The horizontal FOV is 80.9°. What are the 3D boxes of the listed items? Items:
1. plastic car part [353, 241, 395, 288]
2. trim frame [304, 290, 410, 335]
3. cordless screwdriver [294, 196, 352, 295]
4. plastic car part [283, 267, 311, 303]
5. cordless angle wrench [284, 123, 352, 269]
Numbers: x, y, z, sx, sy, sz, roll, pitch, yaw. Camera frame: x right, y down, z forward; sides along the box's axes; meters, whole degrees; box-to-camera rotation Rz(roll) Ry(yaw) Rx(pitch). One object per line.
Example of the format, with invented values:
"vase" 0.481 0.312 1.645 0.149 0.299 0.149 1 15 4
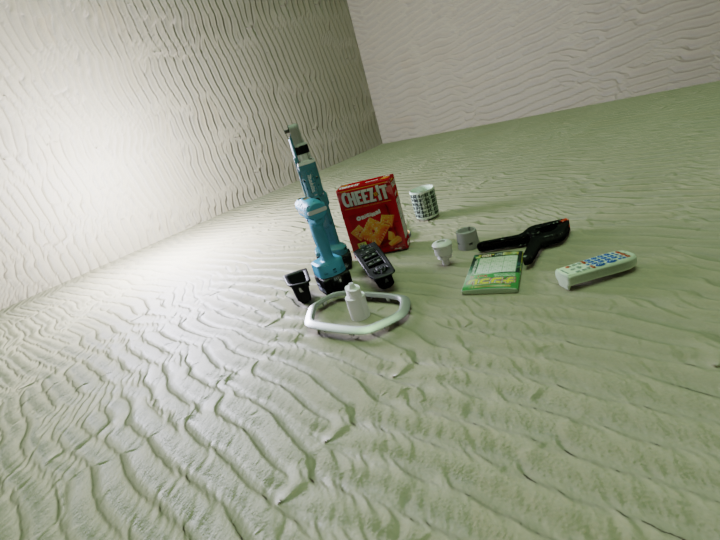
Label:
"plastic car part" 0.038 -0.008 1.064 0.066 0.065 0.210 -19 21 -6
"trim frame" -0.011 0.087 0.923 0.260 0.027 0.181 -1 27 36
"cordless screwdriver" -0.106 -0.069 1.081 0.073 0.242 0.166 -22 19 -17
"plastic car part" -0.151 0.046 1.072 0.065 0.069 0.121 -20 20 -8
"cordless angle wrench" -0.121 -0.195 1.166 0.098 0.412 0.076 -16 17 1
